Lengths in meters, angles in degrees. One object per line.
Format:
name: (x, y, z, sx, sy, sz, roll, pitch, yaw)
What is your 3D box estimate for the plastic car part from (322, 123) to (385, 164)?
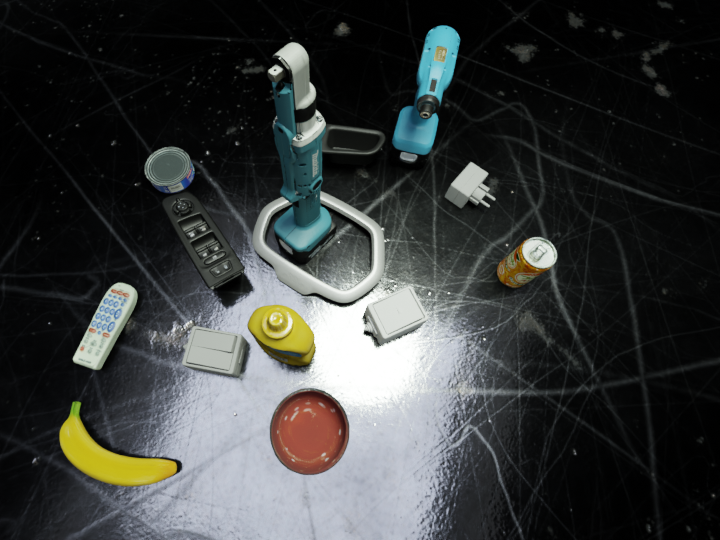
plastic car part: (-0.016, -0.227, 0.798, 0.117, 0.069, 0.067, 8, 69, 2)

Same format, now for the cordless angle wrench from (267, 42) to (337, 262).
cordless angle wrench: (-0.080, -0.129, 0.572, 0.076, 0.415, 0.097, 41, 72, 9)

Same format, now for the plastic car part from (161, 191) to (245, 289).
plastic car part: (-0.272, -0.053, 0.730, 0.065, 0.065, 0.210, -33, 72, -14)

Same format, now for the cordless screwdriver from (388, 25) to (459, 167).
cordless screwdriver: (0.101, -0.259, 0.717, 0.075, 0.244, 0.161, 15, 69, 0)

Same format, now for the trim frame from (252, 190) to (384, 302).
trim frame: (-0.073, -0.048, 0.748, 0.254, 0.027, 0.184, 30, 71, 12)
